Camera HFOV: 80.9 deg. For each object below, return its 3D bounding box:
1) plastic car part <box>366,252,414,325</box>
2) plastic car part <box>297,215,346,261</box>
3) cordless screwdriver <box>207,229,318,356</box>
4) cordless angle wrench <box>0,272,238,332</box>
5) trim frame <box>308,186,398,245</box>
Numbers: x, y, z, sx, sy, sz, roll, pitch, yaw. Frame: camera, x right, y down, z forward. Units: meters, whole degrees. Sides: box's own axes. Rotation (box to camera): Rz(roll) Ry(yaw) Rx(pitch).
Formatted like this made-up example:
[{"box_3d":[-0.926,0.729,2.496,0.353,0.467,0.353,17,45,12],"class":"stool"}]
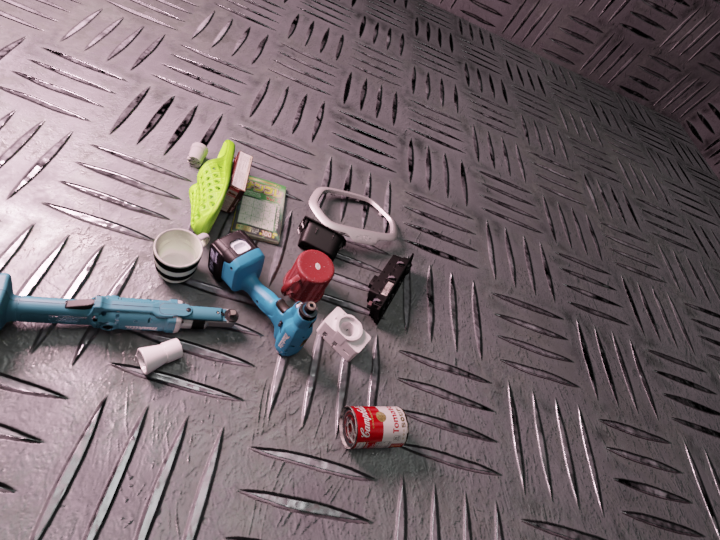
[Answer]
[{"box_3d":[0.062,0.028,0.948,0.070,0.064,0.201,20,46,23],"class":"plastic car part"},{"box_3d":[-0.093,-0.061,0.948,0.115,0.066,0.071,29,64,-7],"class":"plastic car part"},{"box_3d":[-0.176,0.028,0.771,0.072,0.158,0.257,-29,69,-39],"class":"cordless screwdriver"},{"box_3d":[-0.410,0.068,0.691,0.406,0.098,0.077,7,54,-25],"class":"cordless angle wrench"},{"box_3d":[-0.015,-0.135,1.033,0.237,0.027,0.193,9,41,-29],"class":"trim frame"}]
